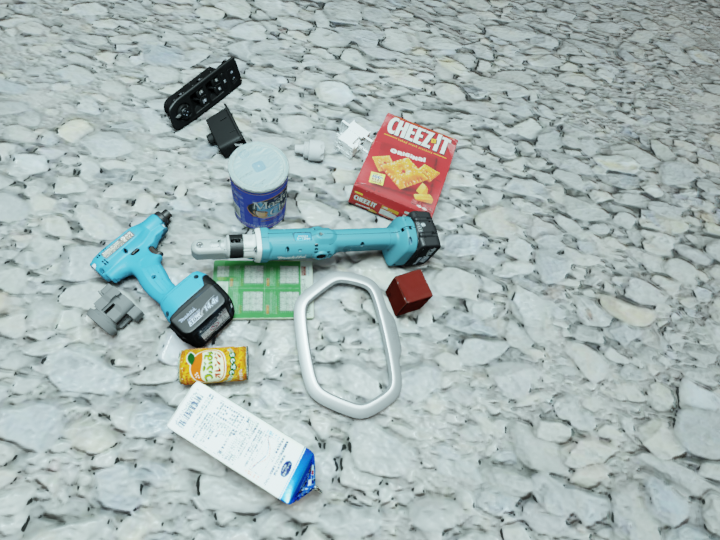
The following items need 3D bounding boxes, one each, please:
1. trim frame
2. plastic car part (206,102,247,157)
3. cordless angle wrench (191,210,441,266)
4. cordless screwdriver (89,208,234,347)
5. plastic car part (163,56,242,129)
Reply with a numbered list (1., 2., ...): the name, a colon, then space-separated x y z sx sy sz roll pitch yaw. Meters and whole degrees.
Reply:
1. trim frame: -0.018 0.119 0.718 0.180 0.027 0.256 -7 67 -13
2. plastic car part: -0.279 -0.279 0.870 0.070 0.064 0.121 -31 69 -6
3. cordless angle wrench: -0.071 -0.047 0.728 0.412 0.097 0.077 -4 64 -17
4. cordless screwdriver: -0.315 0.002 0.713 0.257 0.072 0.158 33 65 17
5. plastic car part: -0.346 -0.385 0.907 0.069 0.064 0.202 28 64 14
